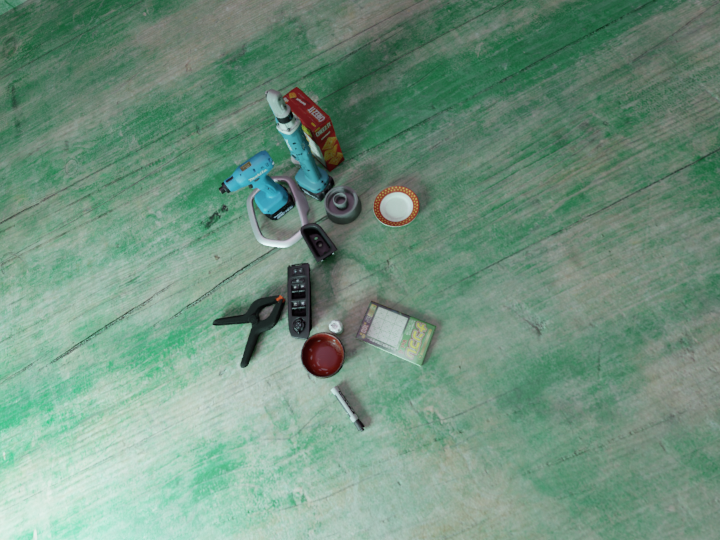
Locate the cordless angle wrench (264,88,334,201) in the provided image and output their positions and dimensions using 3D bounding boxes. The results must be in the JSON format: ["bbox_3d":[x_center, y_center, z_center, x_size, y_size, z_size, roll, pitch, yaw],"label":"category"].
[{"bbox_3d":[-0.159,-0.318,1.105,0.102,0.407,0.074,32,79,18],"label":"cordless angle wrench"}]

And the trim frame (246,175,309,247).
[{"bbox_3d":[-0.249,-0.180,1.281,0.185,0.026,0.257,-23,66,4],"label":"trim frame"}]

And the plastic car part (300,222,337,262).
[{"bbox_3d":[-0.116,-0.076,1.186,0.066,0.068,0.121,-33,67,-2],"label":"plastic car part"}]

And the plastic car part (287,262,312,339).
[{"bbox_3d":[-0.160,0.086,1.136,0.067,0.064,0.207,-6,68,9],"label":"plastic car part"}]

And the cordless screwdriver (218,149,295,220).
[{"bbox_3d":[-0.286,-0.220,1.189,0.159,0.240,0.077,-35,69,-3],"label":"cordless screwdriver"}]
